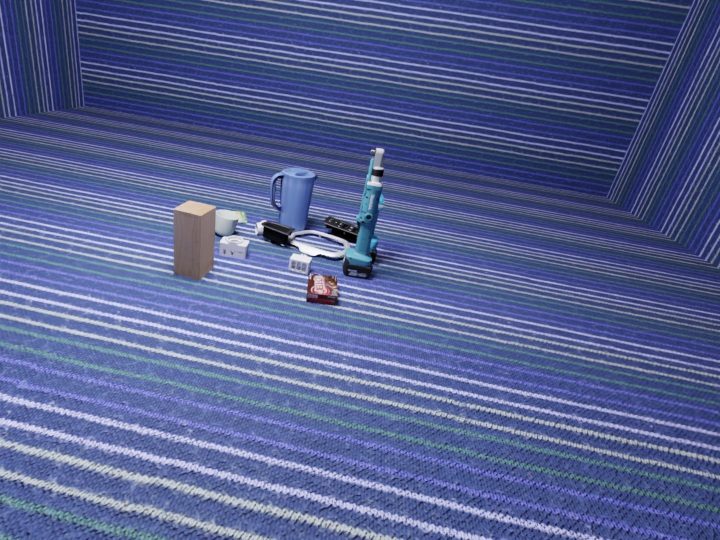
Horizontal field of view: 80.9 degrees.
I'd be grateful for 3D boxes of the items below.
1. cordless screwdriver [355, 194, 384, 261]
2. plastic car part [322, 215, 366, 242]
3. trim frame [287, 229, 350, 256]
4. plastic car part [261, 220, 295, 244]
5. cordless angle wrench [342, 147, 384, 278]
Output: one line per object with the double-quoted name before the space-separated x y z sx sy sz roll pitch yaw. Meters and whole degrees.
"cordless screwdriver" 0.035 -0.165 1.512 0.074 0.244 0.162 9 25 -4
"plastic car part" -0.050 -0.149 1.655 0.209 0.066 0.065 17 27 16
"trim frame" -0.153 -0.100 1.570 0.258 0.027 0.181 19 28 19
"plastic car part" -0.305 -0.131 1.536 0.120 0.069 0.065 17 26 14
"cordless angle wrench" 0.023 -0.176 1.341 0.098 0.415 0.076 11 25 -2
